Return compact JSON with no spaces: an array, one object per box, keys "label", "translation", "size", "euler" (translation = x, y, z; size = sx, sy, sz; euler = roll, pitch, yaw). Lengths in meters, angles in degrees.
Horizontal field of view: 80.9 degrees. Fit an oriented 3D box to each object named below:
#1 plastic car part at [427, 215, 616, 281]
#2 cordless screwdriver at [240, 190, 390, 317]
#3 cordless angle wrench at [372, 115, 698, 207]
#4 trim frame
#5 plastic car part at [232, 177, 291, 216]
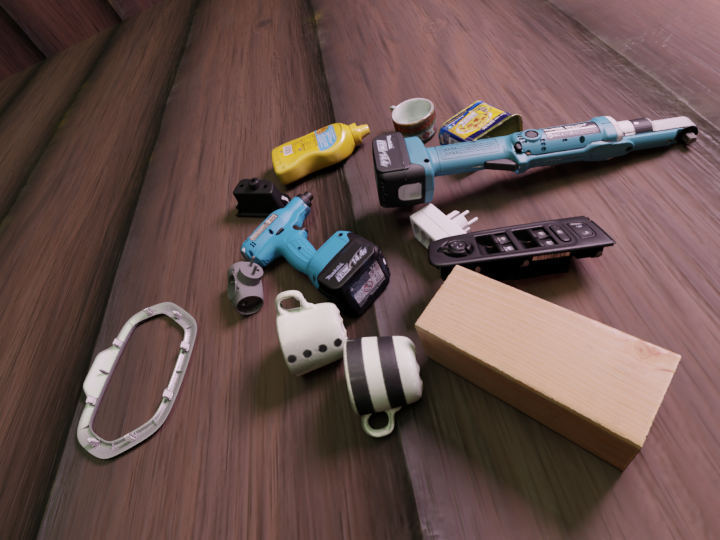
[{"label":"plastic car part","translation":[0.182,-0.020,0.515],"size":[0.204,0.064,0.068],"euler":[-5,41,3]},{"label":"cordless screwdriver","translation":[-0.064,-0.042,0.652],"size":[0.263,0.070,0.158],"euler":[25,67,40]},{"label":"cordless angle wrench","translation":[0.232,-0.167,0.591],"size":[0.427,0.071,0.101],"euler":[-7,52,6]},{"label":"trim frame","translation":[-0.348,0.156,0.657],"size":[0.190,0.026,0.254],"euler":[-8,54,20]},{"label":"plastic car part","translation":[-0.189,-0.142,0.787],"size":[0.122,0.067,0.066],"euler":[6,58,31]}]
